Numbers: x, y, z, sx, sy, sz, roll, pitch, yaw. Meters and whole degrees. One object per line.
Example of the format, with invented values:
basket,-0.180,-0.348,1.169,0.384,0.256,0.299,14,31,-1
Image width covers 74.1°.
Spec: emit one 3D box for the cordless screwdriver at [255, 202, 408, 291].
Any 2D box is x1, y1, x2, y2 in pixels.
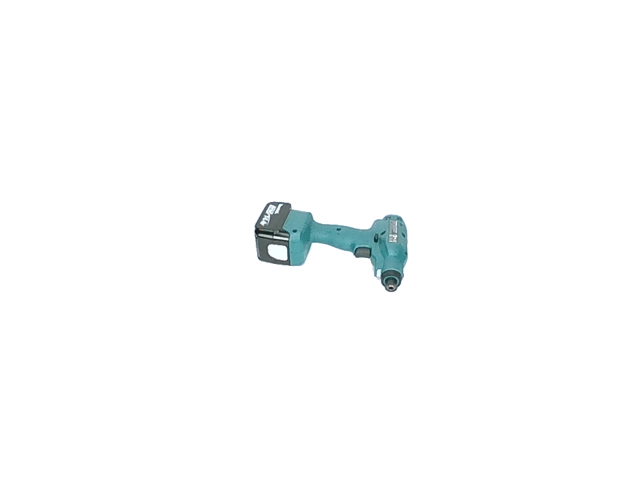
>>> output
cordless screwdriver,0.017,0.012,0.696,0.249,0.074,0.158,5,39,7
